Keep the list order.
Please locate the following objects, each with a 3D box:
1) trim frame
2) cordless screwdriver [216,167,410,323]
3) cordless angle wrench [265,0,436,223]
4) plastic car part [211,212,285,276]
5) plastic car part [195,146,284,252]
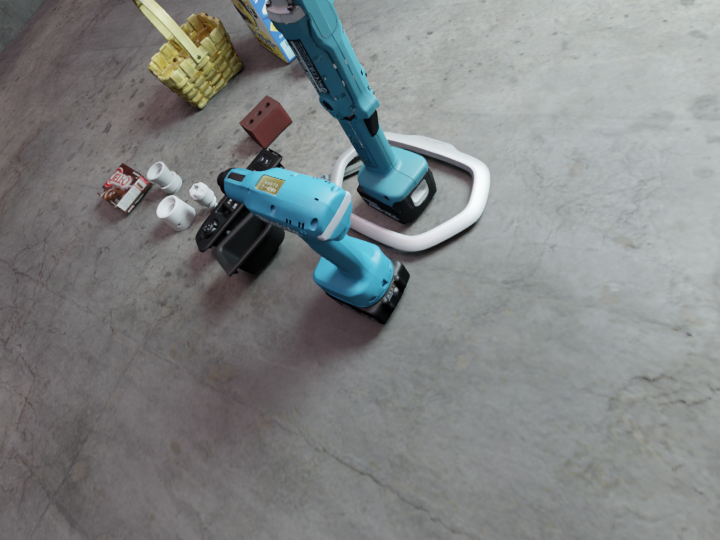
[{"bbox_3d":[0.058,-0.123,0.607,0.263,0.026,0.184,28,79,35],"label":"trim frame"},{"bbox_3d":[-0.047,-0.031,0.481,0.168,0.235,0.074,22,75,33],"label":"cordless screwdriver"},{"bbox_3d":[-0.017,-0.193,0.450,0.103,0.400,0.074,35,82,35],"label":"cordless angle wrench"},{"bbox_3d":[-0.157,-0.040,0.648,0.116,0.067,0.070,-45,54,-2],"label":"plastic car part"},{"bbox_3d":[-0.198,-0.109,0.709,0.203,0.063,0.070,-49,54,-4],"label":"plastic car part"}]
